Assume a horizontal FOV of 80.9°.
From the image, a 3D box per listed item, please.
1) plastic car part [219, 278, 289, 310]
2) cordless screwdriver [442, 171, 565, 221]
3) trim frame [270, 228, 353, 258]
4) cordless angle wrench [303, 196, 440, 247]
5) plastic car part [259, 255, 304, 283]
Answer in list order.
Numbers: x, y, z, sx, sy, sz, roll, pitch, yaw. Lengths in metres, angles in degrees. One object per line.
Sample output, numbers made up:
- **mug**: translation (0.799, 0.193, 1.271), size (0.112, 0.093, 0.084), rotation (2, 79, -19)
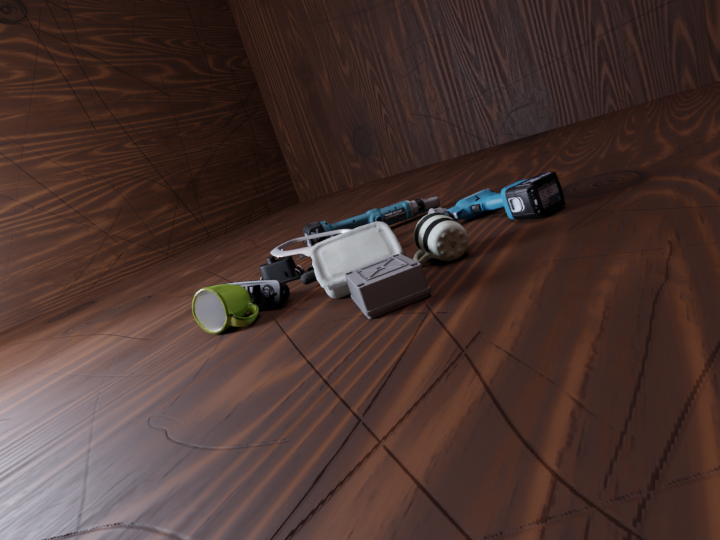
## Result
- **plastic car part**: translation (-0.227, 0.055, 0.921), size (0.212, 0.067, 0.064), rotation (-8, -9, 42)
- **cordless screwdriver**: translation (0.301, -0.147, 0.939), size (0.156, 0.073, 0.257), rotation (-25, 12, -20)
- **trim frame**: translation (-0.104, -0.068, 1.064), size (0.248, 0.027, 0.188), rotation (-11, 15, -3)
- **cordless angle wrench**: translation (0.044, -0.148, 1.237), size (0.417, 0.096, 0.077), rotation (-19, 15, -12)
- **plastic car part**: translation (-0.210, -0.003, 1.074), size (0.118, 0.070, 0.066), rotation (-14, 12, 8)
